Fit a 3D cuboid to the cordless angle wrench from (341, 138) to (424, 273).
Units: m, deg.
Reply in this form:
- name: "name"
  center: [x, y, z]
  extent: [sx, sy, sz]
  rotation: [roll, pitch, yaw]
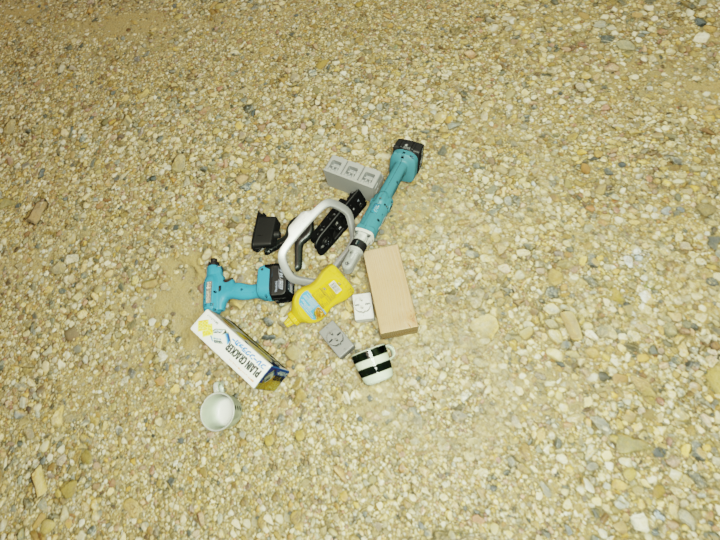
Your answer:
- name: "cordless angle wrench"
  center: [0.053, -0.166, 1.074]
  extent: [0.077, 0.094, 0.424]
  rotation: [19, 61, 17]

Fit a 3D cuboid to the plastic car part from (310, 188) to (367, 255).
- name: "plastic car part"
  center: [-0.069, -0.135, 1.153]
  extent: [0.071, 0.063, 0.203]
  rotation: [27, 75, 31]

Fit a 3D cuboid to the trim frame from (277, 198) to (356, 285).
- name: "trim frame"
  center: [-0.107, -0.070, 1.092]
  extent: [0.248, 0.175, 0.029]
  rotation: [-50, 30, -10]

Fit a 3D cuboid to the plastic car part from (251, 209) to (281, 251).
- name: "plastic car part"
  center: [-0.251, -0.103, 1.156]
  extent: [0.073, 0.063, 0.119]
  rotation: [-6, 58, 15]

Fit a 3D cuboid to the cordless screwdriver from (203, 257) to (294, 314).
- name: "cordless screwdriver"
  center: [-0.304, 0.026, 1.132]
  extent: [0.253, 0.071, 0.163]
  rotation: [-10, 67, 11]
